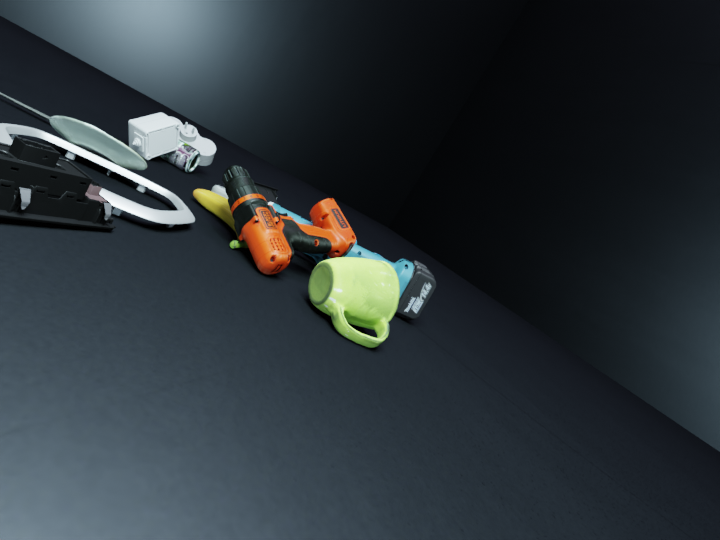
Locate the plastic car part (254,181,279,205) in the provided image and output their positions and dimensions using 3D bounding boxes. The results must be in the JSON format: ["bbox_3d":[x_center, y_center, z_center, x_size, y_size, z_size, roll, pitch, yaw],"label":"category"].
[{"bbox_3d":[-0.222,-0.148,0.919,0.074,0.066,0.111,51,21,24],"label":"plastic car part"}]

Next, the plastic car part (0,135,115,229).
[{"bbox_3d":[-0.283,-0.073,0.333,0.068,0.067,0.197,40,14,12],"label":"plastic car part"}]

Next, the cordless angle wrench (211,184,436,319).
[{"bbox_3d":[-0.074,-0.048,0.753,0.421,0.098,0.075,27,13,-3],"label":"cordless angle wrench"}]

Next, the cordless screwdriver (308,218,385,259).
[{"bbox_3d":[-0.002,-0.020,0.870,0.235,0.074,0.168,28,9,-39],"label":"cordless screwdriver"}]

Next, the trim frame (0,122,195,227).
[{"bbox_3d":[-0.322,-0.114,0.522,0.238,0.027,0.193,24,13,-26],"label":"trim frame"}]
